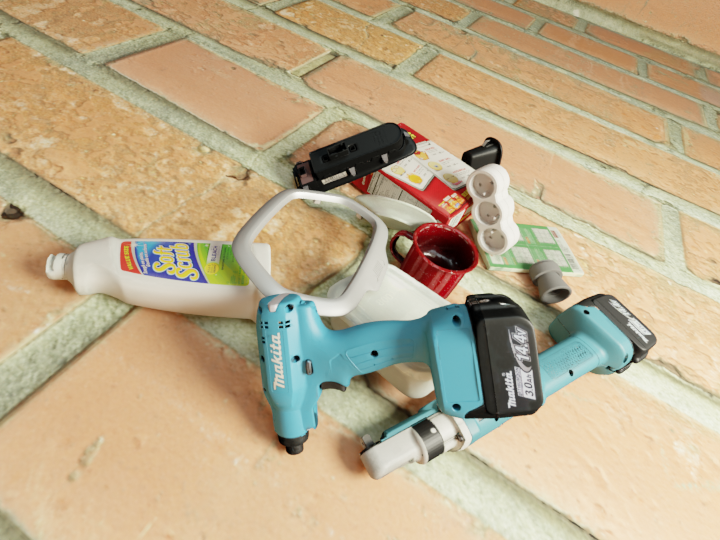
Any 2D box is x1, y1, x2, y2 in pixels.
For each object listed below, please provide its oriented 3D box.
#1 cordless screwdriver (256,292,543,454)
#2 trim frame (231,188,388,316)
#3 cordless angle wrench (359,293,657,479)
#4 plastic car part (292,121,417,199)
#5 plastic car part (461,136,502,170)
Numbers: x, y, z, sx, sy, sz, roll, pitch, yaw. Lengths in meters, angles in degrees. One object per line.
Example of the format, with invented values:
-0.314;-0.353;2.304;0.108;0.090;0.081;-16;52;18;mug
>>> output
0.026;0.099;0.395;0.254;0.158;0.073;-3;8;12;cordless screwdriver
-0.052;-0.034;0.536;0.186;0.027;0.249;22;38;5;trim frame
0.182;0.137;0.502;0.411;0.073;0.103;-18;57;-26;cordless angle wrench
-0.014;-0.185;0.672;0.204;0.064;0.069;-17;64;5;plastic car part
0.212;-0.190;0.785;0.071;0.112;0.069;-19;55;-4;plastic car part
